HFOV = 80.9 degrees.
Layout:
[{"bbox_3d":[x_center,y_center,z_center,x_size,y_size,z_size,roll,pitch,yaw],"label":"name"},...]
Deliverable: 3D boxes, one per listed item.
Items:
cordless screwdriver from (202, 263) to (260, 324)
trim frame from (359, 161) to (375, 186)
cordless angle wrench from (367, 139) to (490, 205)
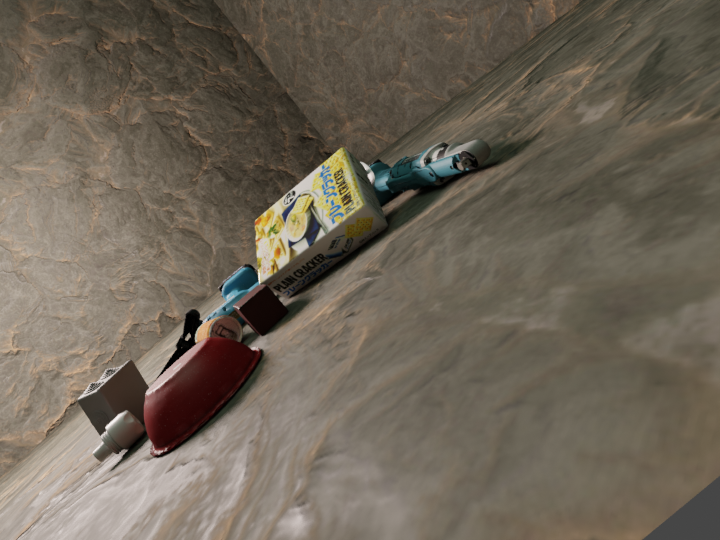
[{"bbox_3d":[-0.238,0.044,0.890,0.159,0.072,0.255,-39,16,1],"label":"cordless screwdriver"},{"bbox_3d":[-0.067,-0.094,0.763,0.248,0.026,0.195,-55,39,-2],"label":"trim frame"},{"bbox_3d":[0.079,-0.157,0.691,0.097,0.073,0.434,-41,15,-9],"label":"cordless angle wrench"}]
